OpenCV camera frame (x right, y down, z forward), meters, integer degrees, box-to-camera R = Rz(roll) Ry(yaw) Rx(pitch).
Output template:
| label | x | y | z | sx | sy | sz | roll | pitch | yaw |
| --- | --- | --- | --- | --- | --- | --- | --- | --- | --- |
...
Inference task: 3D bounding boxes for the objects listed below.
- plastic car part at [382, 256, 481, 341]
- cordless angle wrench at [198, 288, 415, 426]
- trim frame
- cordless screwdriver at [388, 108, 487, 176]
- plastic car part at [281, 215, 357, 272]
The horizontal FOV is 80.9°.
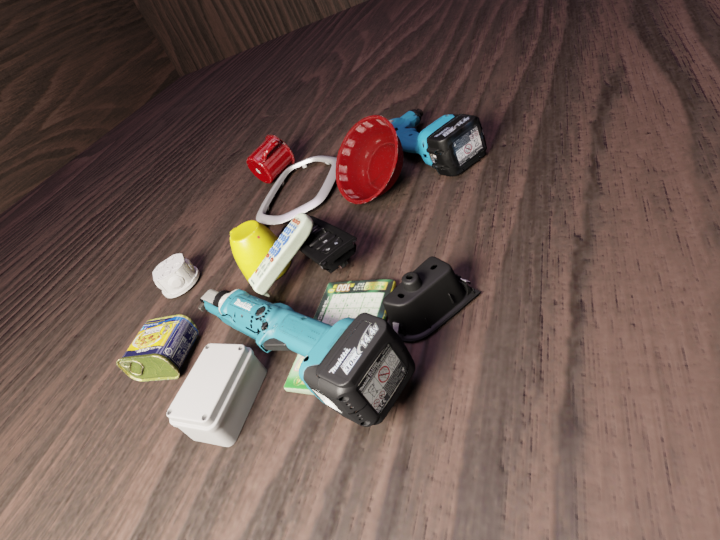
| label | x | y | z | sx | sy | sz | roll | pitch | yaw |
| --- | --- | --- | --- | --- | --- | --- | --- | --- | --- |
| plastic car part | 0.076 | 0.028 | 0.514 | 0.115 | 0.068 | 0.070 | -36 | 36 | -15 |
| cordless angle wrench | -0.122 | 0.074 | 0.577 | 0.446 | 0.071 | 0.097 | 11 | 54 | 48 |
| trim frame | -0.135 | -0.179 | 0.918 | 0.191 | 0.026 | 0.252 | -7 | 44 | 25 |
| cordless screwdriver | 0.128 | -0.261 | 0.810 | 0.158 | 0.071 | 0.263 | -40 | 35 | -15 |
| plastic car part | -0.067 | -0.044 | 0.686 | 0.066 | 0.064 | 0.214 | -43 | 35 | -8 |
